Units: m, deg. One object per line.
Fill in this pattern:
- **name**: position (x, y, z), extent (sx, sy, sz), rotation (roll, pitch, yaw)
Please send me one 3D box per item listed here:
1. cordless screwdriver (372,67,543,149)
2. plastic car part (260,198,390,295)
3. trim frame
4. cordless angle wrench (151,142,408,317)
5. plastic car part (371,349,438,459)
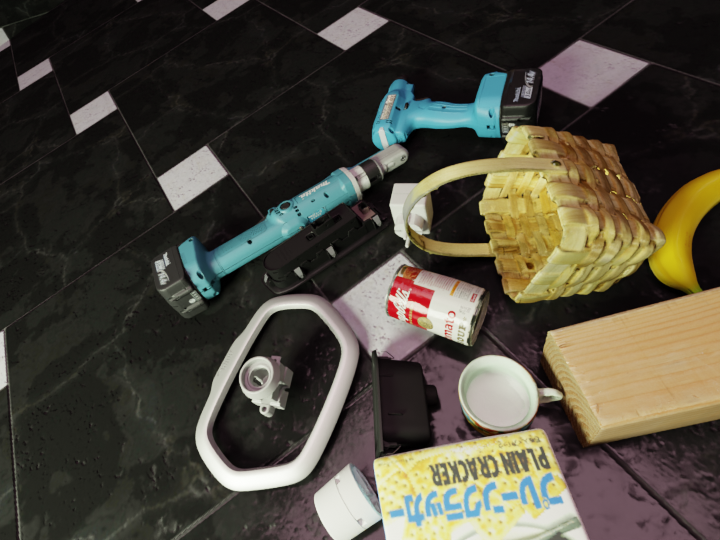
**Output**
- **cordless screwdriver**: position (0.150, -0.269, 0.675), extent (0.259, 0.070, 0.161), rotation (4, 60, 26)
- **plastic car part**: position (-0.059, -0.039, 0.606), extent (0.202, 0.064, 0.070), rotation (-37, 57, -2)
- **trim frame**: position (-0.104, 0.139, 0.526), extent (0.192, 0.026, 0.250), rotation (12, 65, 25)
- **cordless angle wrench**: position (-0.107, -0.080, 0.644), extent (0.421, 0.071, 0.103), rotation (-31, 46, -6)
- **plastic car part**: position (0.047, 0.141, 0.456), extent (0.071, 0.064, 0.119), rotation (2, 55, 2)
